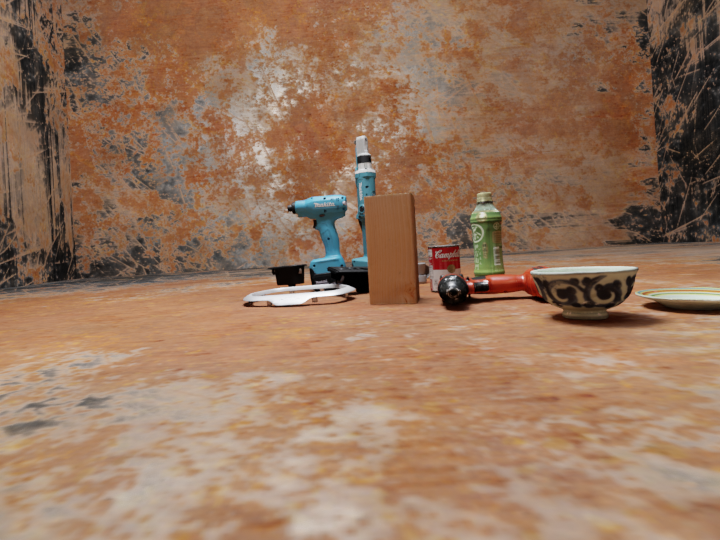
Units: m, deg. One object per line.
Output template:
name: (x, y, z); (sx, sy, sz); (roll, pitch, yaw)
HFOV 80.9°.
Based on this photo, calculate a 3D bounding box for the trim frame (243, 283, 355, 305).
trim frame: (-0.135, 0.053, 0.925); (0.252, 0.027, 0.182); (-3, 3, 8)

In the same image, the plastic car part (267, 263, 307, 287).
plastic car part: (-0.201, 0.018, 1.197); (0.122, 0.071, 0.063); (-1, 3, 44)

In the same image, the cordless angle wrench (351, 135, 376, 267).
cordless angle wrench: (0.019, -0.172, 1.201); (0.102, 0.423, 0.071); (-4, 0, 41)

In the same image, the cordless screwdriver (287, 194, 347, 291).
cordless screwdriver: (-0.109, -0.071, 1.116); (0.162, 0.249, 0.073); (-3, 0, 11)

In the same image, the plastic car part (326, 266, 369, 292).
plastic car part: (0.024, 0.018, 1.013); (0.196, 0.067, 0.068); (-5, 2, -22)
